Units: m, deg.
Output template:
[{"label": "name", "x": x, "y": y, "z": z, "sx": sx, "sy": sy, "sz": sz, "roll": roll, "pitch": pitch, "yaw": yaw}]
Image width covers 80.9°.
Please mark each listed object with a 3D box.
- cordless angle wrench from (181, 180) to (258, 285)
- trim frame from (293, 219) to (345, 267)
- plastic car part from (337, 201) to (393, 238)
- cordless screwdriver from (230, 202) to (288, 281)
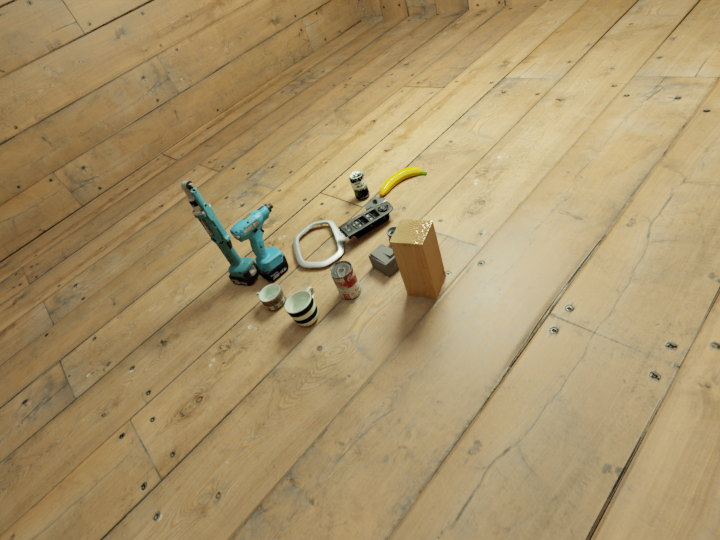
[{"label": "cordless angle wrench", "x": -0.459, "y": -0.117, "z": 1.370, "sx": 0.102, "sy": 0.403, "sz": 0.074, "roll": 4, "pitch": 46, "yaw": 29}, {"label": "trim frame", "x": -0.144, "y": -0.094, "z": 1.478, "sx": 0.185, "sy": 0.026, "sz": 0.260, "roll": -24, "pitch": 41, "yaw": 2}, {"label": "plastic car part", "x": 0.028, "y": -0.163, "z": 1.434, "sx": 0.201, "sy": 0.064, "sz": 0.070, "roll": -35, "pitch": 41, "yaw": -11}, {"label": "cordless screwdriver", "x": -0.312, "y": -0.092, "z": 1.397, "sx": 0.157, "sy": 0.237, "sz": 0.079, "roll": -43, "pitch": 44, "yaw": -22}]
